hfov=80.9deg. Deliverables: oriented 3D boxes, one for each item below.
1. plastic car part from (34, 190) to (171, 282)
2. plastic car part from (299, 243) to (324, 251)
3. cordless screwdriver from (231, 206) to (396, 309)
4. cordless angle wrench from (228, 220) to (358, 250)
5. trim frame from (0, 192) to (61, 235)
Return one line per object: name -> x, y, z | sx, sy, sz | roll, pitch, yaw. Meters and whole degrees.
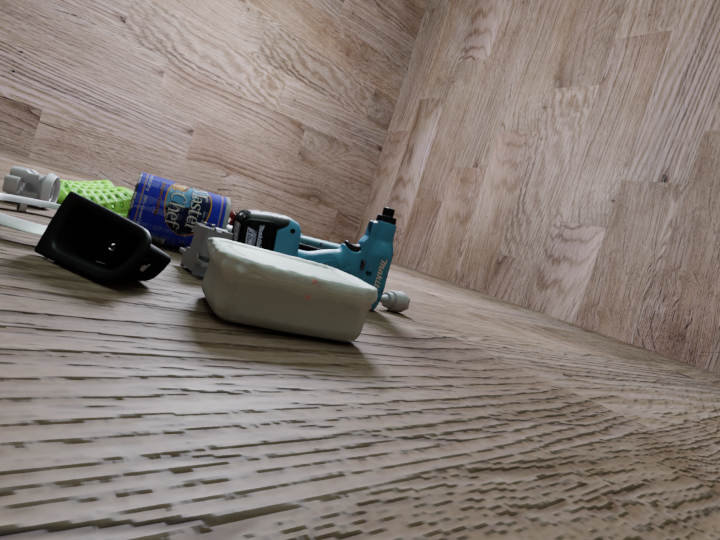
plastic car part -> -0.234, -0.020, 0.406 | 0.120, 0.066, 0.068 | 22, -10, 17
plastic car part -> -0.080, 0.000, 0.736 | 0.193, 0.067, 0.069 | 13, -20, -35
cordless screwdriver -> -0.061, -0.040, 0.619 | 0.239, 0.159, 0.077 | 13, 4, -25
cordless angle wrench -> -0.156, -0.056, 0.936 | 0.431, 0.097, 0.073 | 14, 6, 10
trim frame -> -0.388, -0.062, 0.525 | 0.175, 0.027, 0.261 | 13, 4, -34
